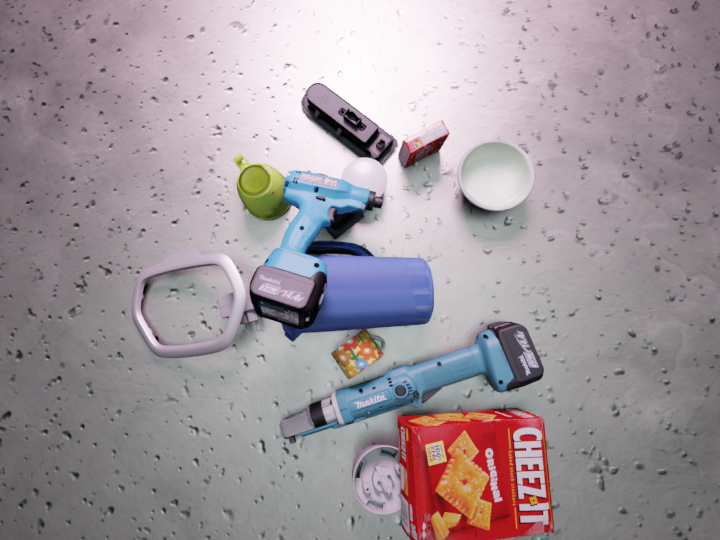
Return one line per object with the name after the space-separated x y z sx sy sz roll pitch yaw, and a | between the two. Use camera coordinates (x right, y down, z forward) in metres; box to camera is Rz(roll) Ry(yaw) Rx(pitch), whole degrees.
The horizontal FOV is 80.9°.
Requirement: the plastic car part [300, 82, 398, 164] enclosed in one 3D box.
-0.029 -0.275 0.769 0.208 0.065 0.066 40 94 12 | plastic car part

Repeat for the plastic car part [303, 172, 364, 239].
-0.052 -0.123 0.741 0.066 0.070 0.116 -38 93 15 | plastic car part

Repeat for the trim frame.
-0.302 0.056 0.733 0.256 0.026 0.185 -12 84 23 | trim frame

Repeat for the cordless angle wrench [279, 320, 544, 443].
0.066 0.192 0.687 0.425 0.073 0.099 -20 82 5 | cordless angle wrench

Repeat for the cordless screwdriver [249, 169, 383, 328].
-0.061 -0.040 0.624 0.161 0.072 0.253 11 58 4 | cordless screwdriver
